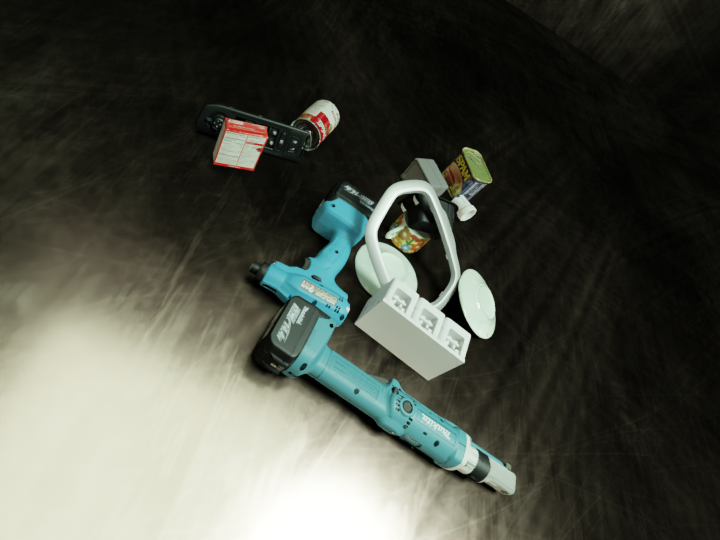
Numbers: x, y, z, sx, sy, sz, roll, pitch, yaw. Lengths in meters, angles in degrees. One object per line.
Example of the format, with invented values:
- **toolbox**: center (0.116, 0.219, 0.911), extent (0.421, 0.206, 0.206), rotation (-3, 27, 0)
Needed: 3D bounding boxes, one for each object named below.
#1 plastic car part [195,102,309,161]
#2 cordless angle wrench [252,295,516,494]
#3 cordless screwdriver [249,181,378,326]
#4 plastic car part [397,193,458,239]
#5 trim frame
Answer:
- **plastic car part**: center (-0.201, -0.268, 0.788), extent (0.195, 0.066, 0.070), rotation (8, 46, -25)
- **cordless angle wrench**: center (0.049, 0.193, 0.590), extent (0.418, 0.075, 0.098), rotation (35, 48, -5)
- **cordless screwdriver**: center (-0.068, -0.044, 0.695), extent (0.157, 0.075, 0.251), rotation (28, 52, -10)
- **plastic car part**: center (0.133, -0.095, 0.784), extent (0.112, 0.067, 0.072), rotation (18, 67, -24)
- **trim frame**: center (0.096, -0.034, 0.727), extent (0.181, 0.029, 0.242), rotation (-30, 107, -22)
